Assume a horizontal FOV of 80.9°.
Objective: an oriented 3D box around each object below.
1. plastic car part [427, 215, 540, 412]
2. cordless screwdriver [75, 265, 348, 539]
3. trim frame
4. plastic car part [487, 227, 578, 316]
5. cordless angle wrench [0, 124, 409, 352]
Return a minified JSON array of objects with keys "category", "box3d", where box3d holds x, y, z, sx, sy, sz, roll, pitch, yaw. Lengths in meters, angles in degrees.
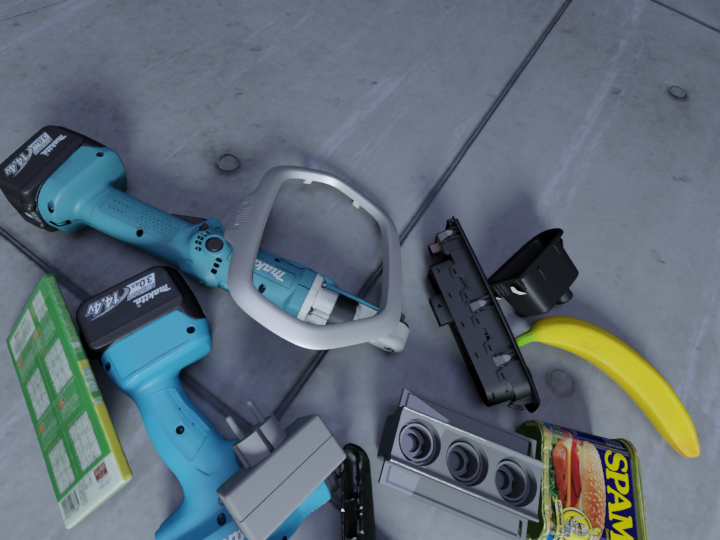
[{"category":"plastic car part","box3d":[0.115,0.048,0.432,0.066,0.064,0.210,-21,68,-7]},{"category":"cordless screwdriver","box3d":[-0.131,0.114,0.367,0.156,0.074,0.256,-25,73,-20]},{"category":"trim frame","box3d":[-0.042,-0.027,0.428,0.180,0.027,0.255,18,45,-13]},{"category":"plastic car part","box3d":[0.201,0.009,0.468,0.114,0.067,0.071,-34,90,-24]},{"category":"cordless angle wrench","box3d":[-0.148,-0.016,0.430,0.425,0.073,0.098,25,60,3]}]
